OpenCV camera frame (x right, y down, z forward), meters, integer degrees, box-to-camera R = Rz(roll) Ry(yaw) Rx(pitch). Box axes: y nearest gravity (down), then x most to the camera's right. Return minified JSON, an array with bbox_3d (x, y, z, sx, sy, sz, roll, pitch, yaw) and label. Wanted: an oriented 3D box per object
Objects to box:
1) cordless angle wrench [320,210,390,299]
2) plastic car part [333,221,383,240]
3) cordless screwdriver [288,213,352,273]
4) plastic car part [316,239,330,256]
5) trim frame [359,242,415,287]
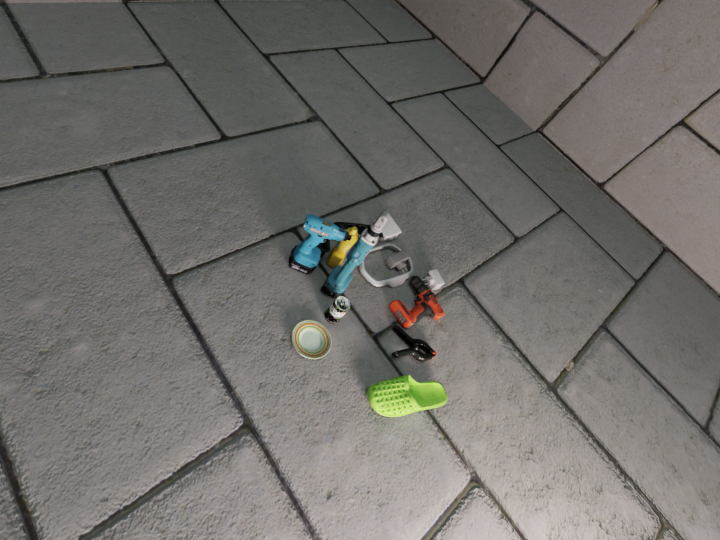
[{"bbox_3d":[-0.013,-0.046,1.333,0.074,0.423,0.098,34,49,-2],"label":"cordless angle wrench"},{"bbox_3d":[-0.018,-0.148,1.640,0.197,0.067,0.068,8,54,-18],"label":"plastic car part"},{"bbox_3d":[-0.142,-0.079,1.418,0.156,0.249,0.076,22,51,-11],"label":"cordless screwdriver"},{"bbox_3d":[-0.151,-0.099,1.545,0.064,0.071,0.120,7,54,-21],"label":"plastic car part"},{"bbox_3d":[0.100,-0.022,1.622,0.240,0.027,0.191,-16,63,-31],"label":"trim frame"}]
